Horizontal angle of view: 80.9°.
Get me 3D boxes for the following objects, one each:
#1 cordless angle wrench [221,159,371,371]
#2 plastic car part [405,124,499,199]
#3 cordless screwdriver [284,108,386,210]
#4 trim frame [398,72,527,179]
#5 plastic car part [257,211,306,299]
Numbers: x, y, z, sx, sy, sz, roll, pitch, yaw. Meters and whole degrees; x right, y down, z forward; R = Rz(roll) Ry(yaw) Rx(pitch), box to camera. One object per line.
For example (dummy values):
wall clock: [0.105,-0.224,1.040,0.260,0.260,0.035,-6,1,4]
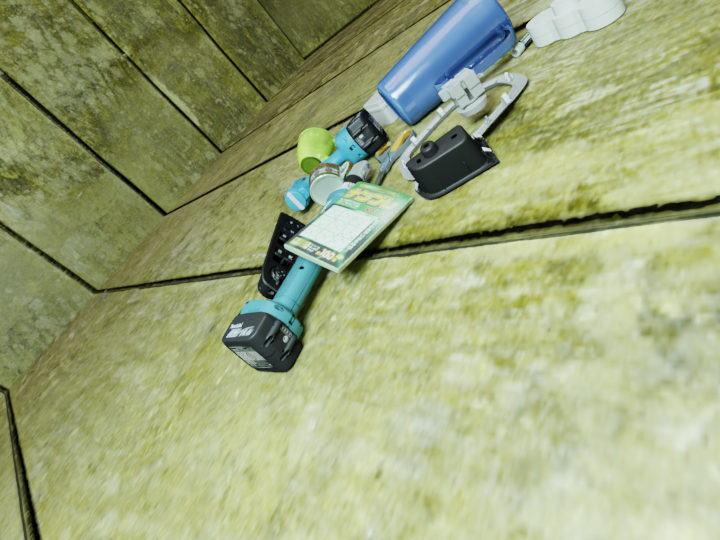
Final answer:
cordless angle wrench: [-0.066,-0.043,0.676,0.102,0.071,0.425,-14,39,43]
plastic car part: [0.114,-0.153,0.580,0.119,0.067,0.068,-29,42,21]
cordless screwdriver: [-0.060,-0.238,0.920,0.251,0.072,0.162,-39,19,19]
trim frame: [0.158,-0.238,0.690,0.248,0.026,0.193,-46,30,-7]
plastic car part: [-0.145,-0.023,0.758,0.068,0.064,0.208,-42,27,27]
